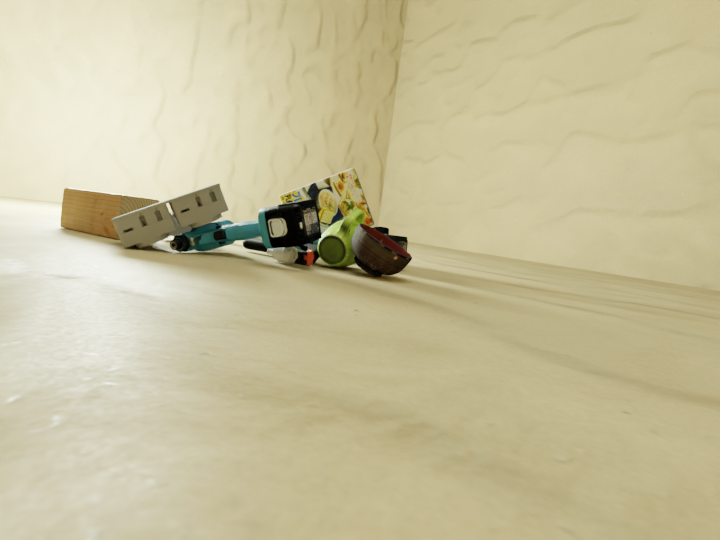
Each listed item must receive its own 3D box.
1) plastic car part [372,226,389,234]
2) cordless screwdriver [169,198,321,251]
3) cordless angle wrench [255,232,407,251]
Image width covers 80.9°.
[{"bbox_3d":[0.021,-0.076,1.098,0.064,0.067,0.210,19,-10,-24],"label":"plastic car part"},{"bbox_3d":[-0.205,-0.070,0.756,0.258,0.073,0.155,-5,11,26],"label":"cordless screwdriver"},{"bbox_3d":[-0.100,-0.066,1.027,0.443,0.074,0.094,8,4,31],"label":"cordless angle wrench"}]
